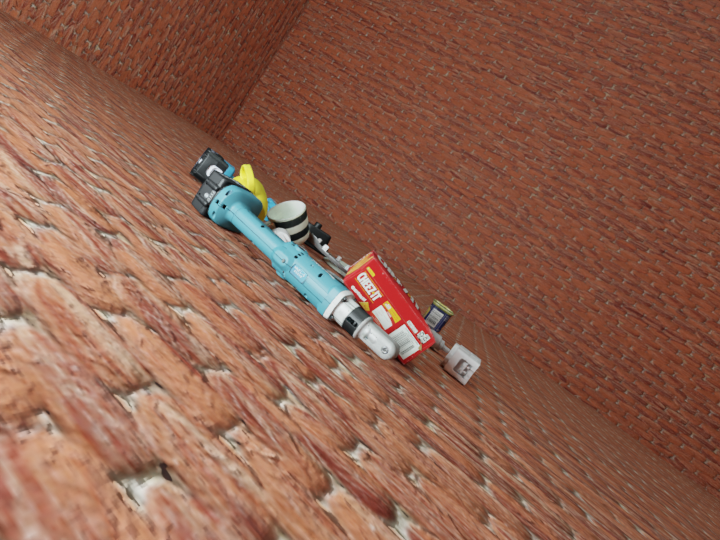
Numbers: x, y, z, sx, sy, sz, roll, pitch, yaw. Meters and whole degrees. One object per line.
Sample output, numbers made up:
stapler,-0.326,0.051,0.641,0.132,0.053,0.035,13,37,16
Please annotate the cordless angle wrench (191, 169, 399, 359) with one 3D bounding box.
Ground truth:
cordless angle wrench,-0.107,-0.013,0.661,0.443,0.074,0.093,40,8,25

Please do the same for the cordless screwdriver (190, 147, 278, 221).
cordless screwdriver,-0.295,-0.196,1.047,0.237,0.074,0.167,36,5,-28

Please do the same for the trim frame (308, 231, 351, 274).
trim frame,-0.101,-0.066,1.031,0.259,0.027,0.177,44,2,21

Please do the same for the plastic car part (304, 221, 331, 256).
plastic car part,-0.129,-0.099,1.187,0.113,0.071,0.068,36,4,-15
